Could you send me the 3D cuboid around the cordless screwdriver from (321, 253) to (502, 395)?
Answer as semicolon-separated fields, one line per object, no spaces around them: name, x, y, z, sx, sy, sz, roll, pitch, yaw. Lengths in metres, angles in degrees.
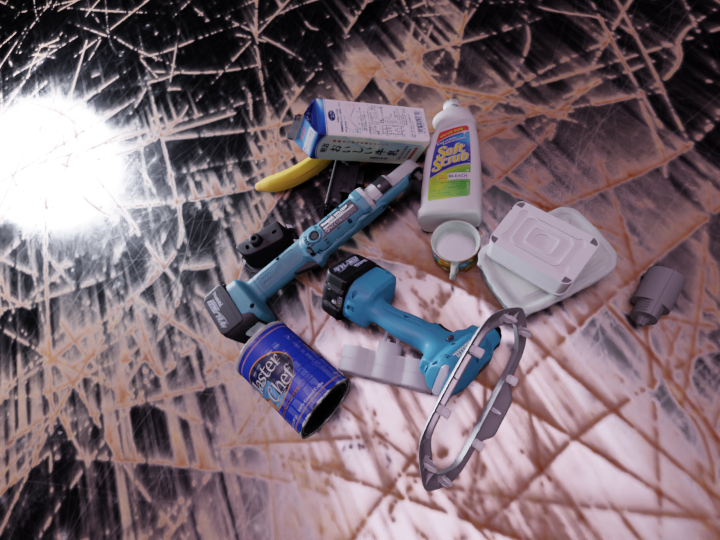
cordless screwdriver;0.072;0.063;0.619;0.262;0.073;0.154;32;38;32

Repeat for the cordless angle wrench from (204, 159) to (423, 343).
cordless angle wrench;-0.070;-0.045;0.711;0.423;0.071;0.102;-40;63;0

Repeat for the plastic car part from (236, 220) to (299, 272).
plastic car part;-0.170;-0.046;0.757;0.116;0.068;0.069;-28;62;-1

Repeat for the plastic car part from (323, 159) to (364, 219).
plastic car part;-0.025;-0.190;0.781;0.068;0.064;0.206;4;68;6

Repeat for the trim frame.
trim frame;0.145;0.155;0.515;0.029;0.174;0.248;21;74;41
